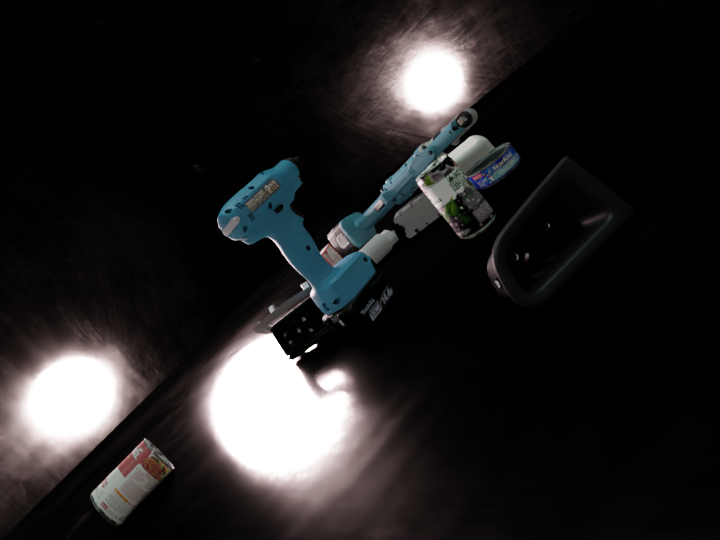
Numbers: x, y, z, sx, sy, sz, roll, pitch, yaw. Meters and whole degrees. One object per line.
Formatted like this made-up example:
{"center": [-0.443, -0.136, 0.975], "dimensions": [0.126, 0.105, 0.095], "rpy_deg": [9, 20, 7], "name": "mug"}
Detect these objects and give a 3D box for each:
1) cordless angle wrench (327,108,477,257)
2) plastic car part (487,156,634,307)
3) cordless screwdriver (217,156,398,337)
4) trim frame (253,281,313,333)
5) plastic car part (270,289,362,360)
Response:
{"center": [0.073, -0.161, 0.836], "dimensions": [0.096, 0.075, 0.428], "rpy_deg": [-36, -4, -42], "name": "cordless angle wrench"}
{"center": [0.144, -0.023, 0.348], "dimensions": [0.116, 0.067, 0.070], "rpy_deg": [-46, -7, -5], "name": "plastic car part"}
{"center": [-0.057, -0.037, 0.579], "dimensions": [0.076, 0.245, 0.158], "rpy_deg": [-35, 14, 53], "name": "cordless screwdriver"}
{"center": [-0.106, 0.061, 0.771], "dimensions": [0.184, 0.028, 0.243], "rpy_deg": [-32, -11, -4], "name": "trim frame"}
{"center": [-0.048, 0.064, 0.681], "dimensions": [0.205, 0.068, 0.064], "rpy_deg": [-39, -18, 23], "name": "plastic car part"}
